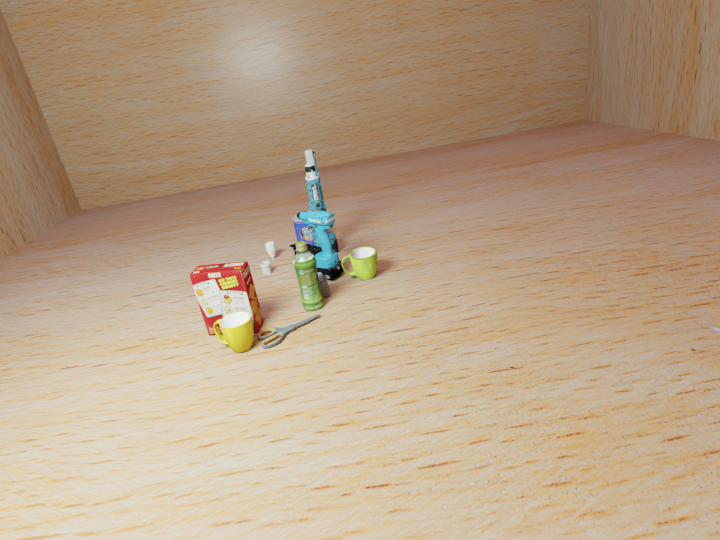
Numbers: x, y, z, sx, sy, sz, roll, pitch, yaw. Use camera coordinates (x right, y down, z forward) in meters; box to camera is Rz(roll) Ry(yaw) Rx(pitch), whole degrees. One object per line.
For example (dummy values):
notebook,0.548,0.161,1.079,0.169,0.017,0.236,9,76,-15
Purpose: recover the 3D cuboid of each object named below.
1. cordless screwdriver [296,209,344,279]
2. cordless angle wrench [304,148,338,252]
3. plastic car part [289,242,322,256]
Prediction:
cordless screwdriver,-0.146,-0.096,1.496,0.168,0.242,0.072,11,30,40
cordless angle wrench,-0.168,-0.260,1.646,0.097,0.411,0.077,-12,23,-9
plastic car part,-0.209,-0.072,1.677,0.064,0.065,0.214,-25,29,-31
